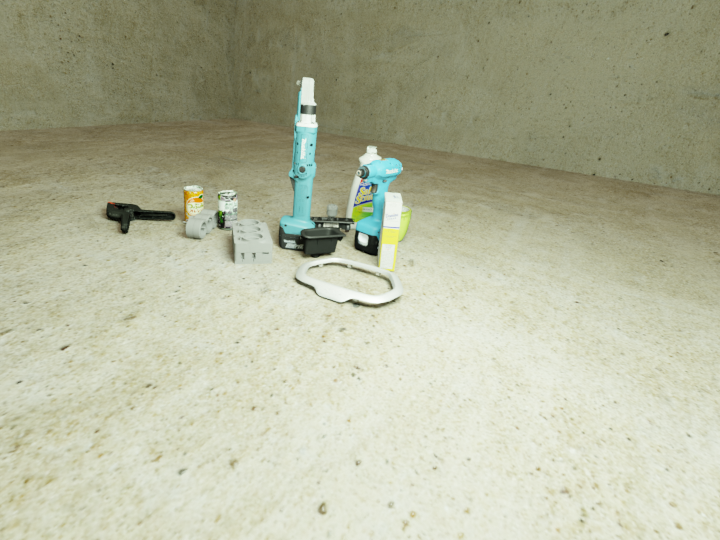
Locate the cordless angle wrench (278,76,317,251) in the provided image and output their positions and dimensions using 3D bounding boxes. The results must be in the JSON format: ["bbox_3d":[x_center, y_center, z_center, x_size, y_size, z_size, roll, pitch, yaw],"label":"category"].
[{"bbox_3d":[-0.144,-0.256,1.058,0.098,0.415,0.075,8,22,1],"label":"cordless angle wrench"}]

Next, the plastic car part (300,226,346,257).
[{"bbox_3d":[-0.105,-0.068,1.071,0.112,0.069,0.070,-11,28,-33],"label":"plastic car part"}]

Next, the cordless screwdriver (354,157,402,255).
[{"bbox_3d":[0.032,-0.163,1.095,0.078,0.244,0.153,23,28,34],"label":"cordless screwdriver"}]

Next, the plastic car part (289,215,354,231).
[{"bbox_3d":[-0.121,-0.126,1.200,0.204,0.066,0.067,7,23,3],"label":"plastic car part"}]

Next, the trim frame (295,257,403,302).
[{"bbox_3d":[-0.026,0.020,0.943,0.259,0.027,0.180,16,26,23],"label":"trim frame"}]
